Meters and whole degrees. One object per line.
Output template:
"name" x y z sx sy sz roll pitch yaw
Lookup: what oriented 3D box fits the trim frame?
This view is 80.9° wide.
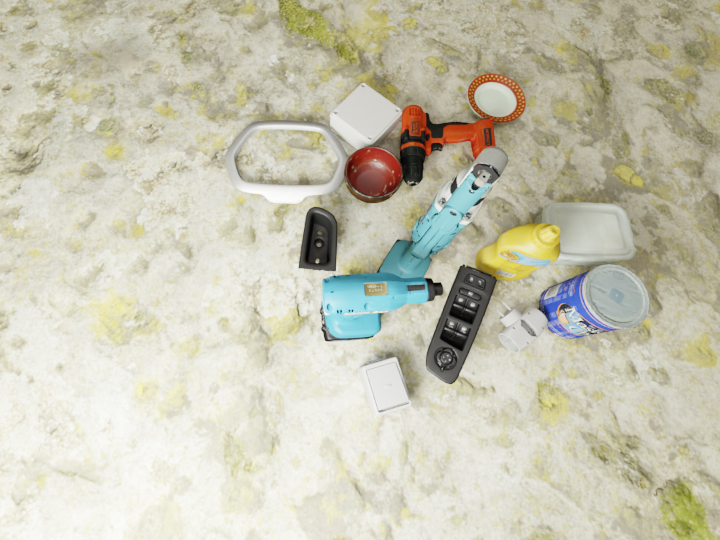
"trim frame" -0.148 -0.223 0.852 0.247 0.027 0.188 1 71 -2

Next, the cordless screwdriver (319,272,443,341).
"cordless screwdriver" 0.015 0.056 0.648 0.158 0.246 0.076 -3 74 -7

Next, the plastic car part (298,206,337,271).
"plastic car part" -0.076 -0.049 0.773 0.066 0.070 0.118 5 71 -4

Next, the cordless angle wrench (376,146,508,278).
"cordless angle wrench" 0.101 -0.052 0.598 0.075 0.418 0.098 33 72 2

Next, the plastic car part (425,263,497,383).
"plastic car part" 0.165 0.094 0.736 0.067 0.066 0.204 24 72 3
